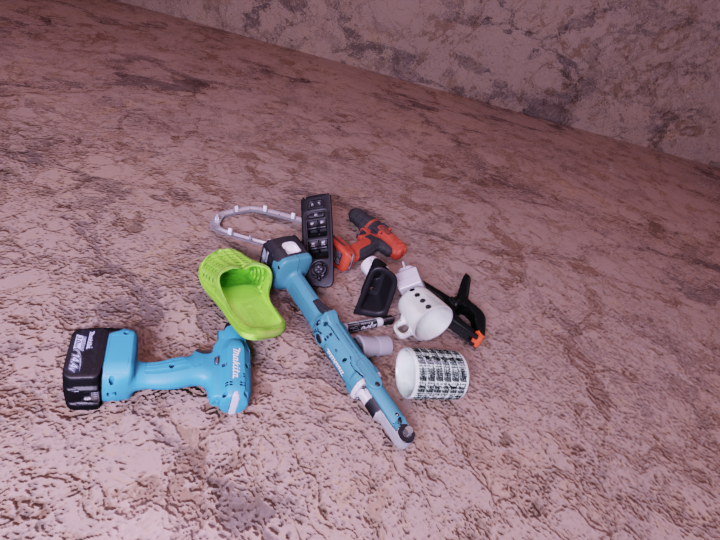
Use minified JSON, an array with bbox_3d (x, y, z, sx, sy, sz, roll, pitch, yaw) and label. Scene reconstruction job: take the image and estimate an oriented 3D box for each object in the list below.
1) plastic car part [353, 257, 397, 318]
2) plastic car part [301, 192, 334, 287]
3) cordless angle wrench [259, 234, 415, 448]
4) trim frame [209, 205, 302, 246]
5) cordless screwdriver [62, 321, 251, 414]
[{"bbox_3d":[0.031,0.026,0.823,0.065,0.115,0.073,11,29,-10],"label":"plastic car part"},{"bbox_3d":[-0.086,-0.056,0.879,0.067,0.065,0.208,-6,67,4],"label":"plastic car part"},{"bbox_3d":[-0.050,0.106,0.723,0.072,0.096,0.445,-13,49,-34],"label":"cordless angle wrench"},{"bbox_3d":[-0.216,-0.100,0.949,0.255,0.027,0.183,17,34,13],"label":"trim frame"},{"bbox_3d":[-0.287,0.127,0.623,0.242,0.073,0.166,6,37,-18],"label":"cordless screwdriver"}]
